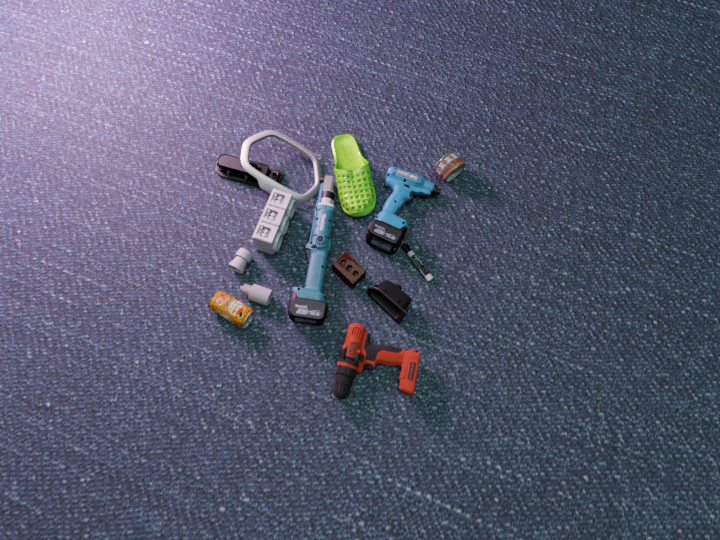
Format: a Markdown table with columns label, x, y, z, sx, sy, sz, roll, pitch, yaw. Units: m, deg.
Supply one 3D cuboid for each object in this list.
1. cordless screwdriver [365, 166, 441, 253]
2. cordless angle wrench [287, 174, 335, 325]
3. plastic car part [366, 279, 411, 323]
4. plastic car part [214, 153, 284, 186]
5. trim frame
| label | x | y | z | sx | sy | sz | roll | pitch | yaw |
| --- | --- | --- | --- | --- | --- | --- | --- | --- | --- |
| cordless screwdriver | 0.117 | -0.164 | 1.158 | 0.161 | 0.073 | 0.250 | 20 | 66 | 5 |
| cordless angle wrench | -0.110 | -0.072 | 1.121 | 0.098 | 0.073 | 0.430 | 7 | 67 | -1 |
| plastic car part | 0.083 | 0.066 | 1.079 | 0.069 | 0.065 | 0.120 | -35 | 71 | -30 |
| plastic car part | -0.325 | -0.286 | 1.205 | 0.206 | 0.065 | 0.067 | 15 | 77 | 7 |
| trim frame | -0.218 | -0.294 | 1.189 | 0.242 | 0.028 | 0.185 | 28 | 64 | -14 |
